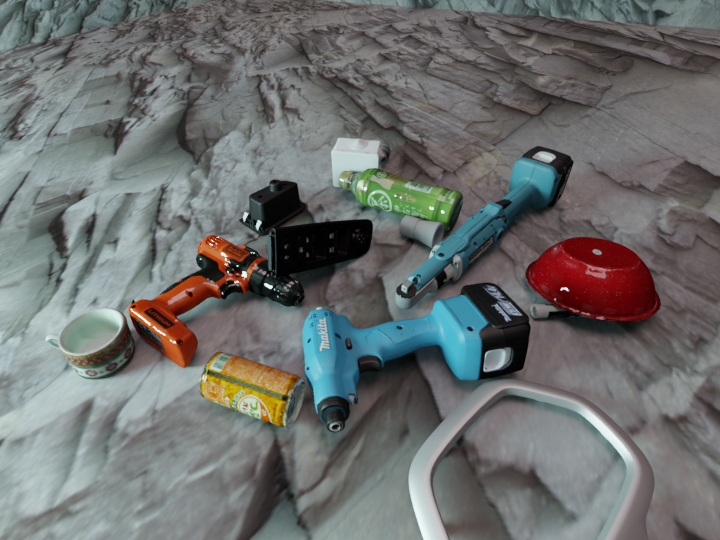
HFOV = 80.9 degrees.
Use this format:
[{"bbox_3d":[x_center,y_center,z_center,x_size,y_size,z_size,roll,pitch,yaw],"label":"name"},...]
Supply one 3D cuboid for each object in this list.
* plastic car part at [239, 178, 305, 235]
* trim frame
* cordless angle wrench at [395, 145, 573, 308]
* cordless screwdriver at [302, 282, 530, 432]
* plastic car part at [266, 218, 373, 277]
[{"bbox_3d":[-0.154,-0.124,0.748,0.069,0.068,0.114,31,53,29],"label":"plastic car part"},{"bbox_3d":[0.159,0.200,0.393,0.243,0.027,0.194,-32,48,-32],"label":"trim frame"},{"bbox_3d":[0.196,-0.068,0.663,0.078,0.094,0.416,32,55,32],"label":"cordless angle wrench"},{"bbox_3d":[0.061,0.093,0.472,0.248,0.072,0.165,-8,32,-3],"label":"cordless screwdriver"},{"bbox_3d":[-0.062,-0.040,0.630,0.195,0.066,0.070,-12,11,-39],"label":"plastic car part"}]
